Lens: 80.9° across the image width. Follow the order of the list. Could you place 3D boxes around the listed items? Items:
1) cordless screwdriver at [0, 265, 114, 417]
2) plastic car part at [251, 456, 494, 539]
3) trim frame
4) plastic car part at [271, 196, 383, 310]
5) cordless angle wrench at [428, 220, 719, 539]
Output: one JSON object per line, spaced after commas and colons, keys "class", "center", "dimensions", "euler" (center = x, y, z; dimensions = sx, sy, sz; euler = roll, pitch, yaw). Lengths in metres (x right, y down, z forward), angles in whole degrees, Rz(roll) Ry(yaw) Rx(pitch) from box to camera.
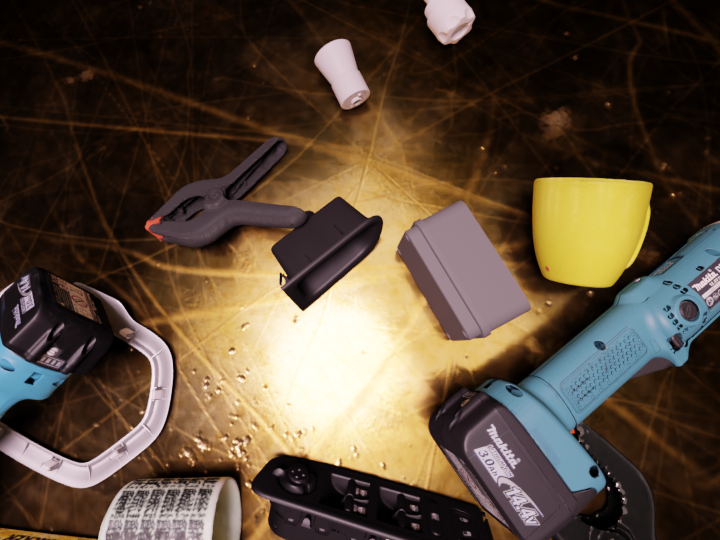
{"class": "cordless screwdriver", "center": [-0.351, 0.111, 0.385], "dimensions": [0.169, 0.070, 0.248], "euler": [29, 77, 41]}
{"class": "plastic car part", "center": [0.004, 0.216, 0.366], "dimensions": [0.206, 0.066, 0.066], "euler": [16, 107, 8]}
{"class": "trim frame", "center": [-0.311, 0.107, 0.437], "dimensions": [0.254, 0.027, 0.184], "euler": [22, 80, 12]}
{"class": "plastic car part", "center": [-0.041, -0.027, 0.423], "dimensions": [0.116, 0.063, 0.074], "euler": [-43, 65, -8]}
{"class": "cordless angle wrench", "center": [0.249, 0.038, 0.352], "dimensions": [0.419, 0.074, 0.099], "euler": [-34, 84, -12]}
